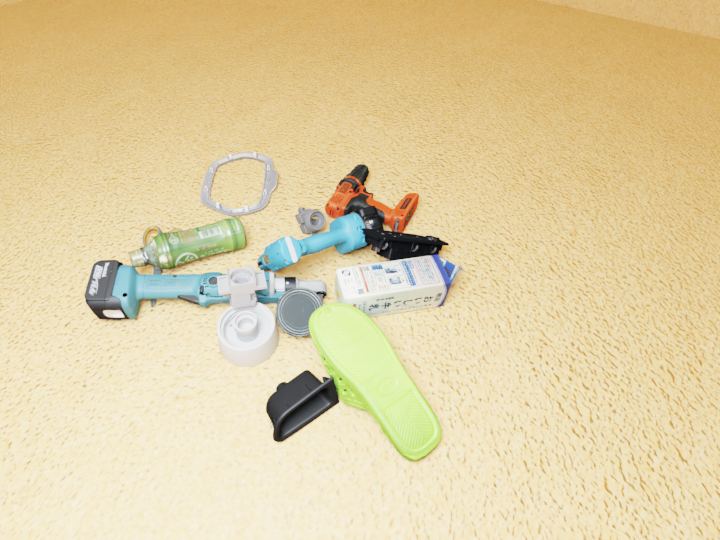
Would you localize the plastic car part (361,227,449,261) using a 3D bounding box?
[{"bbox_3d":[0.095,-0.045,0.831,0.194,0.066,0.070,-3,12,-36],"label":"plastic car part"}]

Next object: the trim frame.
[{"bbox_3d":[-0.297,-0.223,1.046,0.184,0.027,0.257,0,47,-2],"label":"trim frame"}]

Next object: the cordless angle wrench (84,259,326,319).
[{"bbox_3d":[-0.274,0.034,0.789,0.418,0.073,0.101,0,57,-7],"label":"cordless angle wrench"}]

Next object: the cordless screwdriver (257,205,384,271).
[{"bbox_3d":[-0.083,-0.054,0.848,0.241,0.164,0.074,-20,91,-31],"label":"cordless screwdriver"}]

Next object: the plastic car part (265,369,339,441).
[{"bbox_3d":[-0.101,0.200,0.659,0.114,0.063,0.075,-28,41,-20],"label":"plastic car part"}]
